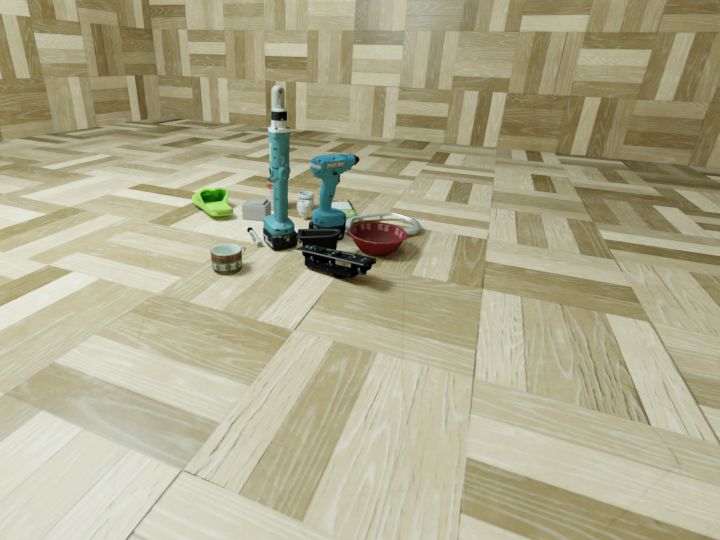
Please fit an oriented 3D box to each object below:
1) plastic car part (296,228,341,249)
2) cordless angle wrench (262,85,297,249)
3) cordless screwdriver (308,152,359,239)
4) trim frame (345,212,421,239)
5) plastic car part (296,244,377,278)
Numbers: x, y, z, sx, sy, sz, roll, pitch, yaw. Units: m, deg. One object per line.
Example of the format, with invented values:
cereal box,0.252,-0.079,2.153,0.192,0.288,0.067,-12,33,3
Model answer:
plastic car part,-0.110,-0.072,1.124,0.116,0.069,0.067,2,25,-2
cordless angle wrench,-0.214,-0.262,1.115,0.072,0.414,0.103,-10,28,-30
cordless screwdriver,-0.073,-0.213,1.215,0.153,0.243,0.079,-17,32,-37
trim frame,0.067,-0.140,1.321,0.242,0.027,0.194,-9,28,-20
plastic car part,-0.064,-0.021,1.029,0.213,0.065,0.065,18,29,29
